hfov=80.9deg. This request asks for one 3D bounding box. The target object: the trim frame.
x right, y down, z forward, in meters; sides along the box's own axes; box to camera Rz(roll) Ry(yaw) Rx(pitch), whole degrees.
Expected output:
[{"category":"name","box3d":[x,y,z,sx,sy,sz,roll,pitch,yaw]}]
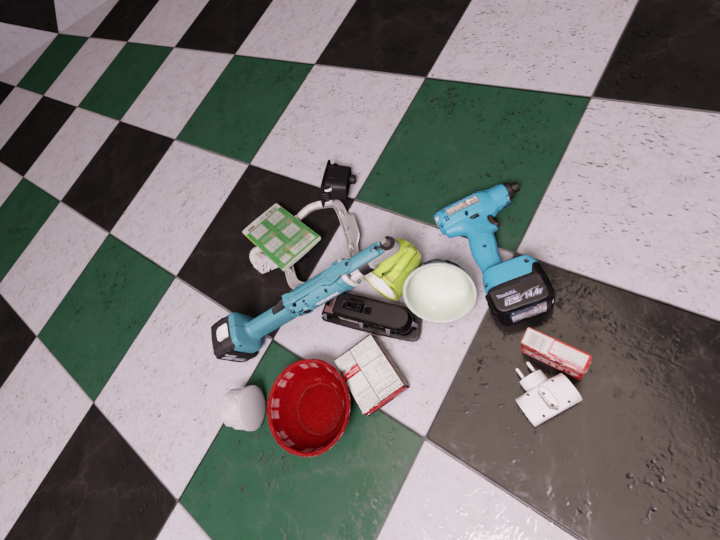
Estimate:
[{"category":"trim frame","box3d":[-0.089,-0.058,0.909,0.187,0.026,0.259,-24,51,12]}]

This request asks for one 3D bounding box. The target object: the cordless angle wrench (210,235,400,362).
[{"category":"cordless angle wrench","box3d":[-0.107,0.053,0.789,0.430,0.092,0.077,-31,58,23]}]

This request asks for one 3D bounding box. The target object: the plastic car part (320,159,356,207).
[{"category":"plastic car part","box3d":[-0.047,-0.201,0.946,0.072,0.064,0.118,8,51,7]}]

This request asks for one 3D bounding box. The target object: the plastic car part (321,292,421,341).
[{"category":"plastic car part","box3d":[0.015,0.077,0.791,0.212,0.064,0.067,12,64,27]}]

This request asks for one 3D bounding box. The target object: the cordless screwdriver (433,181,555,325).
[{"category":"cordless screwdriver","box3d":[0.248,-0.042,0.730,0.161,0.070,0.260,-28,54,10]}]
